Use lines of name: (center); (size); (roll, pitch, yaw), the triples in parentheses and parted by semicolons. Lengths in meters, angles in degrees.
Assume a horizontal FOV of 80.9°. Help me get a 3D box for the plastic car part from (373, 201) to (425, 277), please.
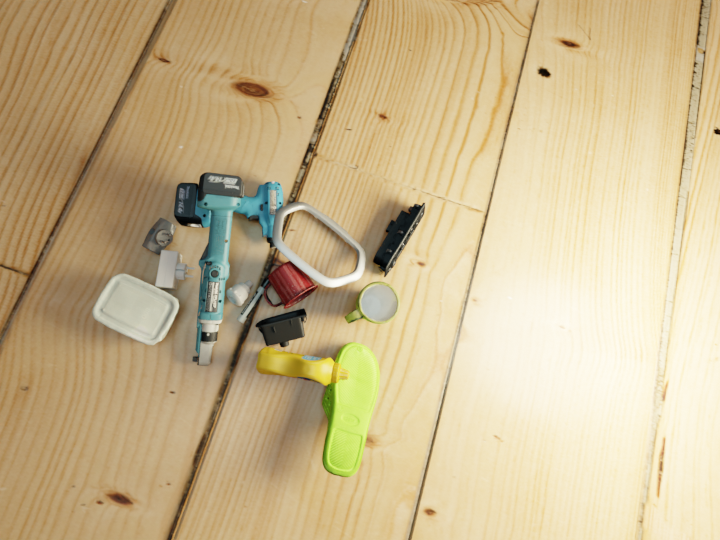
plastic car part: (0.090, -0.081, 1.028); (0.068, 0.065, 0.203); (25, 76, 7)

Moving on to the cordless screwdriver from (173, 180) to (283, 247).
cordless screwdriver: (-0.306, -0.130, 0.997); (0.245, 0.075, 0.161); (-1, 81, -10)

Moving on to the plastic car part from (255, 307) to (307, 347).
plastic car part: (-0.173, 0.136, 0.960); (0.116, 0.067, 0.070); (-17, 96, -7)

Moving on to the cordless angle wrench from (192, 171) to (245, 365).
cordless angle wrench: (-0.322, 0.002, 0.929); (0.095, 0.076, 0.421); (6, 93, -16)

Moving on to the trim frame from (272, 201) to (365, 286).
trim frame: (-0.096, -0.063, 0.987); (0.250, 0.027, 0.183); (36, 52, 2)
